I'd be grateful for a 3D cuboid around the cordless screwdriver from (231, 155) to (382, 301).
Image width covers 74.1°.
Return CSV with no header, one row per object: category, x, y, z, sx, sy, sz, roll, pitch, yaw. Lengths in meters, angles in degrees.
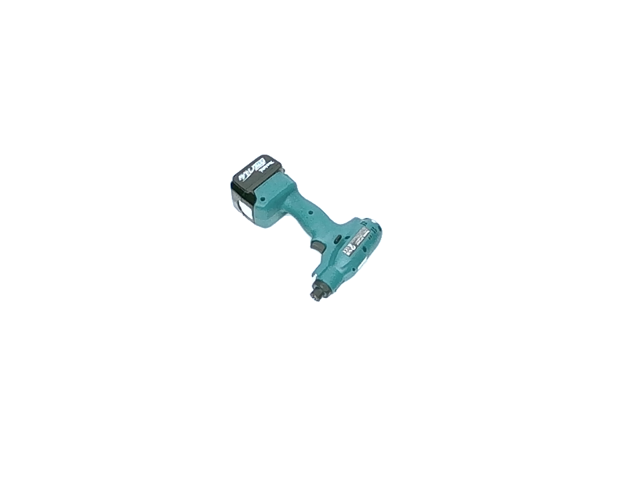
cordless screwdriver,-0.041,-0.022,0.685,0.249,0.158,0.074,34,-28,15
